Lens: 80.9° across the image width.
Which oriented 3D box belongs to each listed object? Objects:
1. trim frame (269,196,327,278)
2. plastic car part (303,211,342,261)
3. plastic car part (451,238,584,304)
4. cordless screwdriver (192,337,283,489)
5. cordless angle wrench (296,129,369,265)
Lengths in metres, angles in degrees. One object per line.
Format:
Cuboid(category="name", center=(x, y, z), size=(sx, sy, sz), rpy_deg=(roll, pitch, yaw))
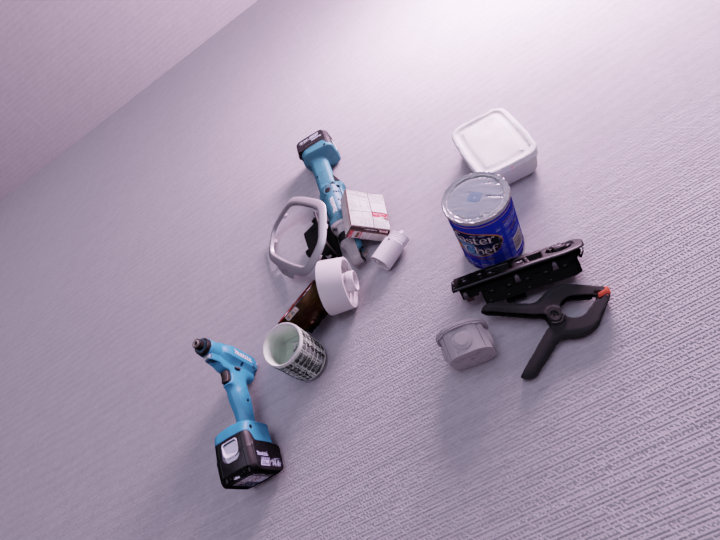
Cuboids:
Cuboid(category="trim frame", center=(-0.143, -0.076, 0.948), size=(0.262, 0.026, 0.184), rpy_deg=(18, 90, 52))
Cuboid(category="plastic car part", center=(-0.091, -0.060, 0.932), size=(0.072, 0.062, 0.121), rpy_deg=(-35, 48, 22))
Cuboid(category="plastic car part", center=(0.249, 0.009, 0.658), size=(0.206, 0.065, 0.067), rpy_deg=(-26, 87, 18))
Cuboid(category="cordless screwdriver", center=(-0.225, 0.237, 0.740), size=(0.075, 0.150, 0.261), rpy_deg=(-33, 49, 7))
Cuboid(category="cordless angle wrench", center=(-0.063, -0.174, 0.989), size=(0.099, 0.070, 0.442), rpy_deg=(-29, 50, 11))
